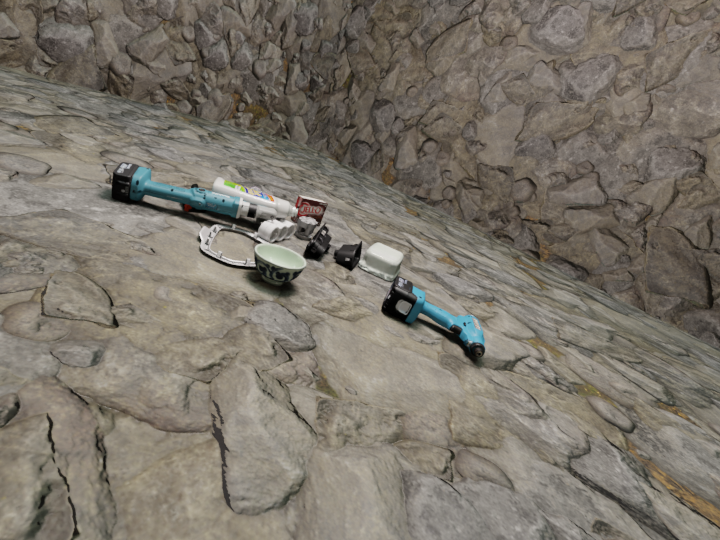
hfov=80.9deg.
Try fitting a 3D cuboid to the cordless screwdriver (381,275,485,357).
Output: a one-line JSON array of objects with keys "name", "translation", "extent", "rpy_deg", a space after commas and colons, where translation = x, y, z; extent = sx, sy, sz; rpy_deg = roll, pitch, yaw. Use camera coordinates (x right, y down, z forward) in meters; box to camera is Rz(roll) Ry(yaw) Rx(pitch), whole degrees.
[{"name": "cordless screwdriver", "translation": [0.177, 0.114, 1.004], "extent": [0.250, 0.074, 0.159], "rpy_deg": [26, 19, 1]}]

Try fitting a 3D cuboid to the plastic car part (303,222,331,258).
[{"name": "plastic car part", "translation": [-0.122, -0.080, 1.246], "extent": [0.066, 0.067, 0.203], "rpy_deg": [47, 16, -7]}]

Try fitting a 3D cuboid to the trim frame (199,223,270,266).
[{"name": "trim frame", "translation": [-0.309, -0.068, 1.056], "extent": [0.181, 0.027, 0.255], "rpy_deg": [16, 21, -11]}]

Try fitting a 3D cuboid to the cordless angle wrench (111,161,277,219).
[{"name": "cordless angle wrench", "translation": [-0.430, -0.193, 1.130], "extent": [0.413, 0.073, 0.101], "rpy_deg": [12, 31, -14]}]

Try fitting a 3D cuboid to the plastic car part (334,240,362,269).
[{"name": "plastic car part", "translation": [-0.040, -0.047, 1.247], "extent": [0.073, 0.065, 0.115], "rpy_deg": [10, 19, 14]}]
